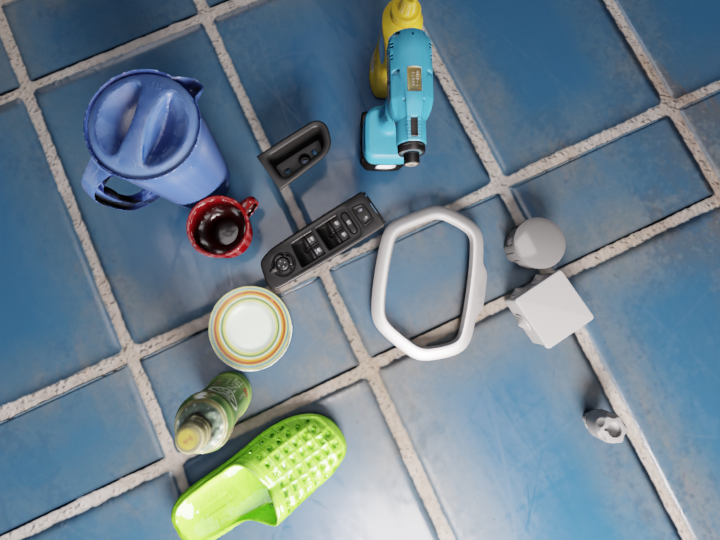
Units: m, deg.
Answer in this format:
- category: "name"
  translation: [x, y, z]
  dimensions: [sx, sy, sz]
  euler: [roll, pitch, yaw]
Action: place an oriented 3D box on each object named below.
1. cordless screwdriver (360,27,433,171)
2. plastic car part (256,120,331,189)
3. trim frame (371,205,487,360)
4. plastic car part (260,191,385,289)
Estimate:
- category: "cordless screwdriver"
  translation: [0.048, -0.194, 0.594]
  dimensions: [0.074, 0.248, 0.160]
  euler: [0, 85, -6]
- category: "plastic car part"
  translation: [-0.097, -0.181, 0.680]
  dimensions: [0.116, 0.071, 0.066]
  euler: [-35, 88, -5]
- category: "trim frame"
  translation: [0.113, 0.018, 0.678]
  dimensions: [0.184, 0.027, 0.250]
  euler: [8, 83, 0]
- category: "plastic car part"
  translation: [-0.065, -0.042, 0.664]
  dimensions: [0.202, 0.067, 0.067]
  euler: [-32, 87, -5]
